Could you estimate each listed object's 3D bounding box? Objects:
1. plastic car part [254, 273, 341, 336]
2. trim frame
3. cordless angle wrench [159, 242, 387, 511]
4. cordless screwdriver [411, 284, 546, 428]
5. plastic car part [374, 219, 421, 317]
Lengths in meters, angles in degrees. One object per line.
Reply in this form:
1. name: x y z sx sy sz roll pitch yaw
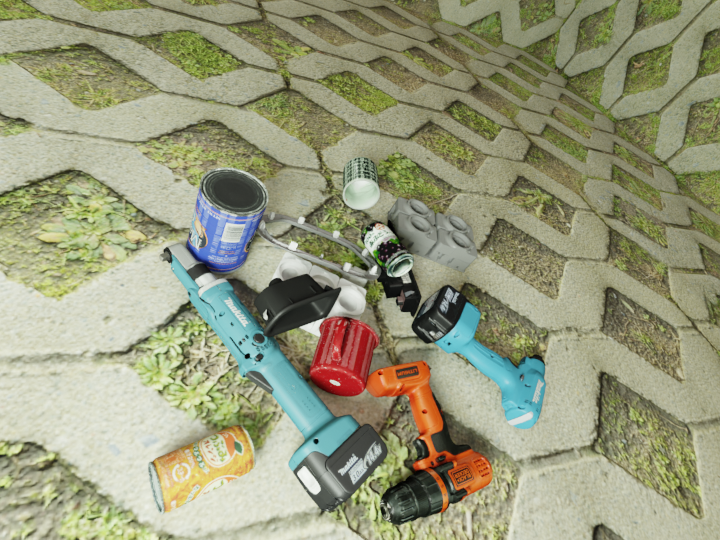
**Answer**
1. plastic car part: -0.097 0.039 0.591 0.112 0.065 0.074 -13 51 -39
2. trim frame: -0.074 -0.048 0.753 0.244 0.027 0.189 22 21 -11
3. cordless angle wrench: -0.146 0.109 0.580 0.095 0.074 0.439 -25 62 -43
4. cordless screwdriver: 0.220 0.131 0.742 0.252 0.075 0.156 43 43 6
5. plastic car part: 0.058 -0.009 0.810 0.067 0.064 0.211 -8 51 -3
